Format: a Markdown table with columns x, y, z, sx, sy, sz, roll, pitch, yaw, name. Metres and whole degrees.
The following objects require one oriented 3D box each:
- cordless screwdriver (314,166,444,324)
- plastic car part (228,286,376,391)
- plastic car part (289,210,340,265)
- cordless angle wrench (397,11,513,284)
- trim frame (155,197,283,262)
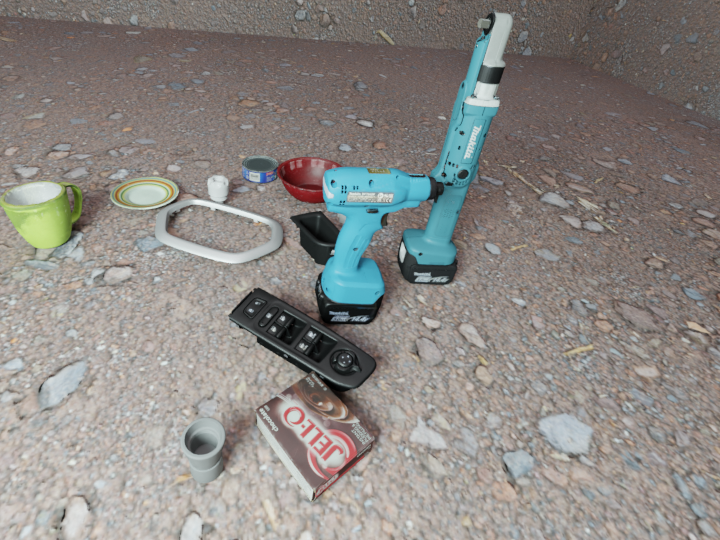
| x | y | z | sx | sy | sz | roll | pitch | yaw | name |
| --- | --- | --- | --- | --- | --- | --- | --- | --- | --- |
| 0.017 | -0.033 | 0.609 | 0.156 | 0.243 | 0.077 | 1 | 38 | -12 | cordless screwdriver |
| -0.080 | 0.102 | 0.567 | 0.211 | 0.065 | 0.065 | 24 | 40 | 20 | plastic car part |
| -0.074 | -0.048 | 0.756 | 0.064 | 0.069 | 0.123 | -15 | 43 | -28 | plastic car part |
| 0.147 | -0.159 | 0.650 | 0.097 | 0.413 | 0.077 | 4 | 38 | -9 | cordless angle wrench |
| -0.268 | -0.080 | 0.802 | 0.253 | 0.027 | 0.185 | 13 | 39 | 9 | trim frame |
